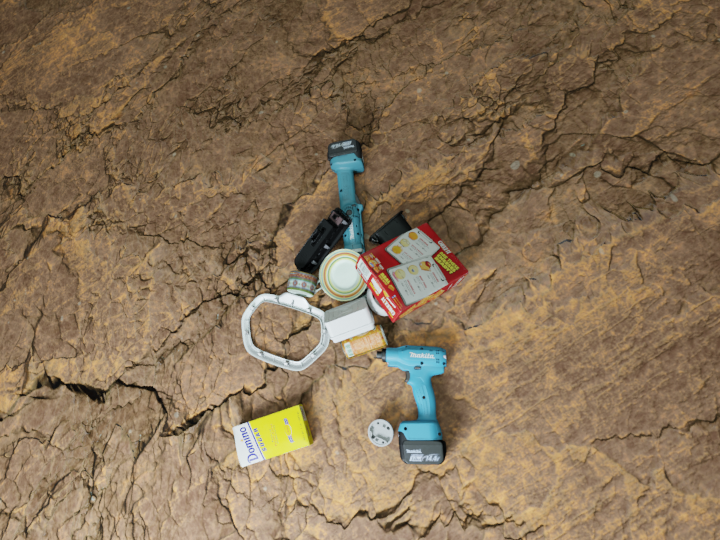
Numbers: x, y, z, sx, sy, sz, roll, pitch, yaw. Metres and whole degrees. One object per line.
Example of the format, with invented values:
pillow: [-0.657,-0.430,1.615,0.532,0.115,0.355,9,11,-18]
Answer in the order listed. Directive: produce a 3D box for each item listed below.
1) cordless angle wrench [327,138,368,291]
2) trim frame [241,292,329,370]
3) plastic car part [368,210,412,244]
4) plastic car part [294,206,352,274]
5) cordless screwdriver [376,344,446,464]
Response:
cordless angle wrench: [-0.024,-0.148,1.135,0.099,0.072,0.432,-9,72,9]
trim frame: [-0.198,0.151,1.094,0.257,0.026,0.185,14,74,19]
plastic car part: [0.087,-0.097,1.098,0.116,0.065,0.072,-37,84,-5]
plastic car part: [-0.108,-0.071,1.103,0.069,0.064,0.203,42,108,21]
cordless screwdriver: [0.113,0.294,0.946,0.163,0.071,0.254,-1,67,13]
